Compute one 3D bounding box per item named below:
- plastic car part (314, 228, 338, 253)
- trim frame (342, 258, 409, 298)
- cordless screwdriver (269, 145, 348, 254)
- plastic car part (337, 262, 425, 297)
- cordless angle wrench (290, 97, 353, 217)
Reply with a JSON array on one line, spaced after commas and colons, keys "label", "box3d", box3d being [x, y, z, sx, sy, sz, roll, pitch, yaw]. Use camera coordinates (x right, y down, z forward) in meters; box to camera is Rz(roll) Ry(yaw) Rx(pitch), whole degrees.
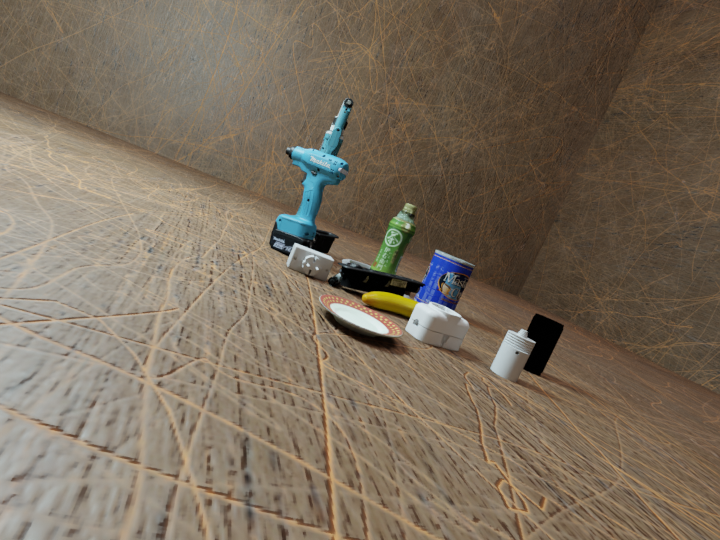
[{"label": "plastic car part", "box3d": [-0.110, -0.072, 1.124, 0.069, 0.071, 0.111, 27, 8, 32]}, {"label": "trim frame", "box3d": [0.038, 0.022, 1.063, 0.182, 0.027, 0.252, 21, 8, -8]}, {"label": "cordless screwdriver", "box3d": [-0.143, -0.163, 0.989, 0.165, 0.248, 0.072, 25, 7, 20]}, {"label": "plastic car part", "box3d": [0.034, 0.025, 0.878, 0.193, 0.067, 0.070, 18, 8, -30]}, {"label": "cordless angle wrench", "box3d": [-0.111, -0.270, 1.167, 0.073, 0.422, 0.100, 22, 6, -11]}]
